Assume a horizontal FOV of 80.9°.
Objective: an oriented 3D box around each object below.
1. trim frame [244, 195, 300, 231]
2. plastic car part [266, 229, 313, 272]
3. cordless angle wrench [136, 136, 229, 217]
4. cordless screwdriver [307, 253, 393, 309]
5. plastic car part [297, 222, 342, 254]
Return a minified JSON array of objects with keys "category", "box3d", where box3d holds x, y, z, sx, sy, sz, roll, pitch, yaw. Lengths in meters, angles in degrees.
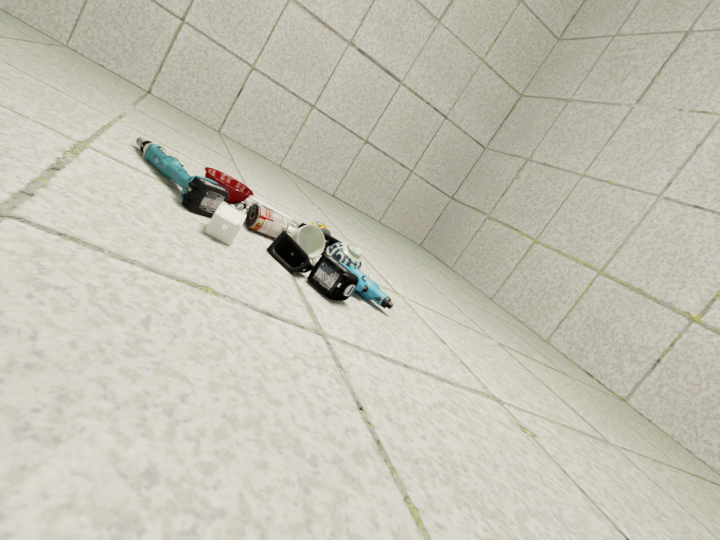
[{"category":"trim frame","box3d":[-0.289,-0.183,1.384,0.239,0.027,0.192,25,14,-23]},{"category":"plastic car part","box3d":[-0.157,-0.030,1.008,0.122,0.066,0.067,41,0,28]},{"category":"cordless angle wrench","box3d":[-0.494,-0.268,1.105,0.447,0.074,0.093,37,12,34]},{"category":"cordless screwdriver","box3d":[-0.015,0.039,1.038,0.166,0.074,0.238,37,8,23]},{"category":"plastic car part","box3d":[-0.128,-0.084,1.313,0.192,0.067,0.070,22,-11,-34]}]
